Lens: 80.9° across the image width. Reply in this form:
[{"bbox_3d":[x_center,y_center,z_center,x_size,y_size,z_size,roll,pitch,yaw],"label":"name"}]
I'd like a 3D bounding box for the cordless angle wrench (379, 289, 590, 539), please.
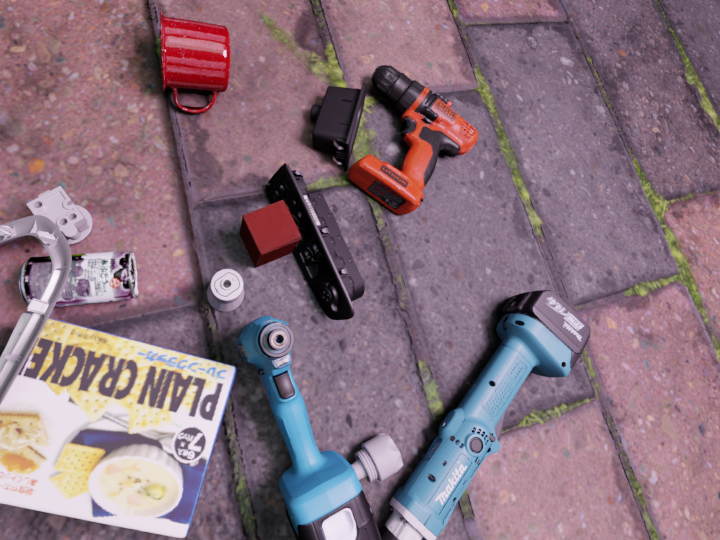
[{"bbox_3d":[0.125,0.202,0.503,0.098,0.075,0.420,42,71,-1],"label":"cordless angle wrench"}]

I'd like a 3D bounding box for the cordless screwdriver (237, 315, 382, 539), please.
[{"bbox_3d":[-0.058,0.164,0.418,0.073,0.161,0.252,-19,83,-21],"label":"cordless screwdriver"}]

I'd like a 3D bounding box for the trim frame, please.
[{"bbox_3d":[-0.362,0.058,0.395,0.192,0.026,0.249,16,74,23],"label":"trim frame"}]

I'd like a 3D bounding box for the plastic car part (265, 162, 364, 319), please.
[{"bbox_3d":[-0.052,-0.034,0.534,0.064,0.068,0.206,-12,75,-45],"label":"plastic car part"}]

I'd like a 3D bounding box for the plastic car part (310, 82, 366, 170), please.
[{"bbox_3d":[-0.036,-0.209,0.590,0.071,0.065,0.118,10,69,1],"label":"plastic car part"}]
